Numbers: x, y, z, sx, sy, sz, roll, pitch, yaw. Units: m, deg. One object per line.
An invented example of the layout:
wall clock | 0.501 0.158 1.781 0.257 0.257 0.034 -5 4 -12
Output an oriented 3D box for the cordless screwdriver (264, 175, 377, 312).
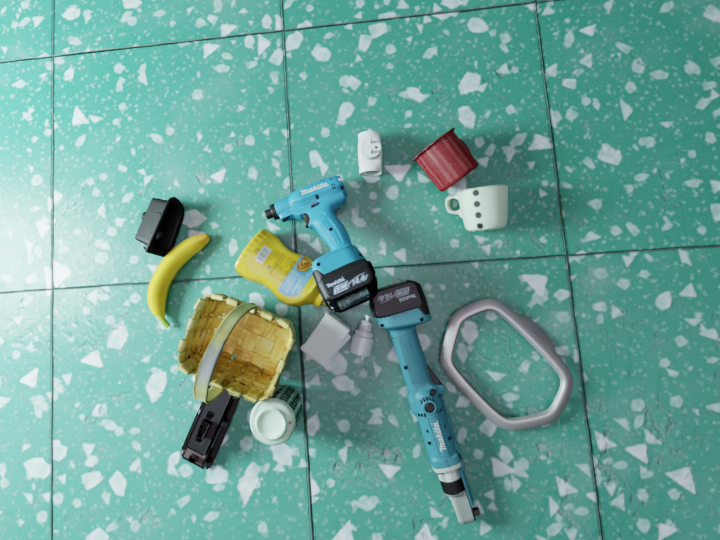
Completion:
cordless screwdriver | -0.073 -0.048 0.751 0.160 0.071 0.259 -21 61 2

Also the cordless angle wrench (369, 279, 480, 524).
cordless angle wrench | 0.118 0.230 0.742 0.098 0.073 0.426 -17 86 2

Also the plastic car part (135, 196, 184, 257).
plastic car part | -0.398 -0.091 0.825 0.073 0.063 0.117 13 83 18

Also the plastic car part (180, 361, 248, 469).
plastic car part | -0.273 0.265 0.777 0.068 0.065 0.203 23 84 11

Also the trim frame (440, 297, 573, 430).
trim frame | 0.259 0.167 0.756 0.184 0.027 0.253 -44 81 0
